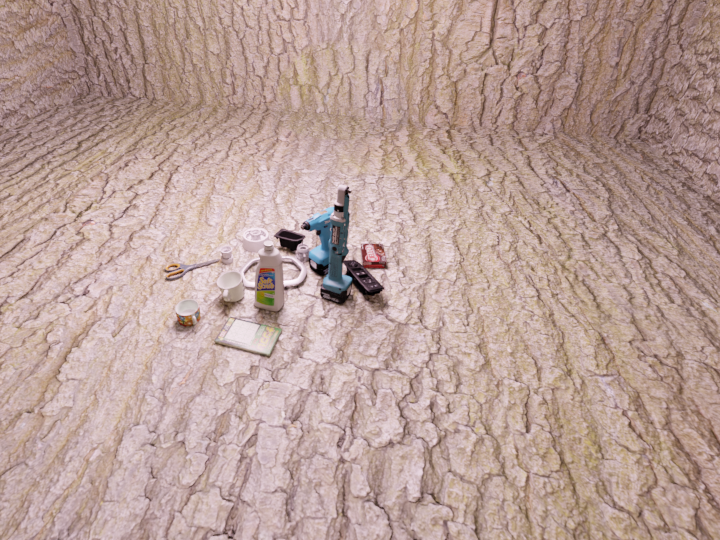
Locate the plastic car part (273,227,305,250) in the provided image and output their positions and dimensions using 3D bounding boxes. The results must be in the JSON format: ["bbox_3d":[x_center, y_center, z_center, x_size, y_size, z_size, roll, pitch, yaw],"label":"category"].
[{"bbox_3d":[-0.272,-0.111,1.648,0.121,0.069,0.065,19,39,20],"label":"plastic car part"}]

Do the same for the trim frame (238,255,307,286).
[{"bbox_3d":[-0.317,0.007,1.526,0.246,0.027,0.191,-3,38,-7],"label":"trim frame"}]

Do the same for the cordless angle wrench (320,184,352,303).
[{"bbox_3d":[-0.069,-0.080,1.334,0.101,0.411,0.074,19,38,17],"label":"cordless angle wrench"}]

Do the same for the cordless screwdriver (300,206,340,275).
[{"bbox_3d":[-0.146,-0.095,1.490,0.155,0.242,0.078,-28,48,-36],"label":"cordless screwdriver"}]

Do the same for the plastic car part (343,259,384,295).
[{"bbox_3d":[0.003,0.029,1.479,0.064,0.065,0.214,-15,40,-23],"label":"plastic car part"}]
